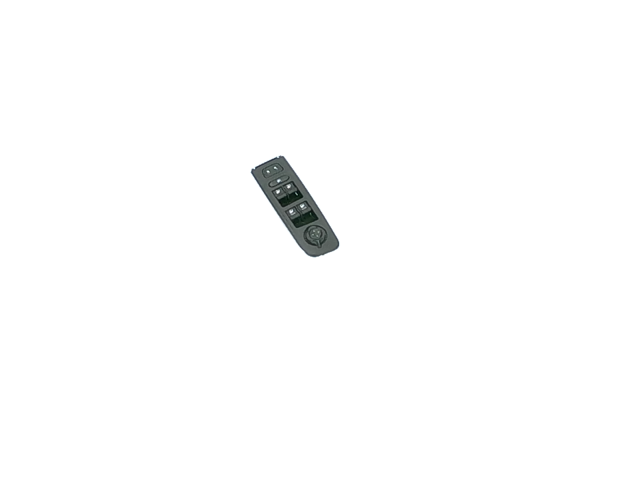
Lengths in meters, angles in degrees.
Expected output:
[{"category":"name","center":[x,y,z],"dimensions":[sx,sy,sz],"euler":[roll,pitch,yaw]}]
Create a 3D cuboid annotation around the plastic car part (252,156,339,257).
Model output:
[{"category":"plastic car part","center":[-0.044,-0.046,0.728],"dimensions":[0.066,0.203,0.067],"euler":[-26,-25,-22]}]
